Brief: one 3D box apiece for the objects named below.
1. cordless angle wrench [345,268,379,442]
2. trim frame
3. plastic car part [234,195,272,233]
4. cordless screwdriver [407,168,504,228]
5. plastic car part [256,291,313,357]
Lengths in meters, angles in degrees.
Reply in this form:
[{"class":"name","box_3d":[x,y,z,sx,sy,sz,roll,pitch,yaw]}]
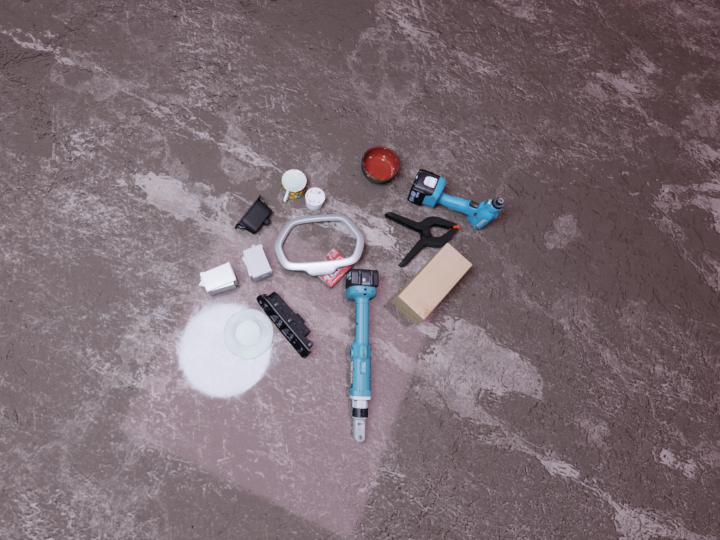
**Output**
[{"class":"cordless angle wrench","box_3d":[0.001,0.210,1.079,0.073,0.098,0.429,3,76,-11]},{"class":"trim frame","box_3d":[-0.114,-0.075,1.166,0.248,0.027,0.190,-6,61,0]},{"class":"plastic car part","box_3d":[-0.289,-0.148,1.183,0.070,0.067,0.116,41,70,-11]},{"class":"cordless screwdriver","box_3d":[0.267,-0.205,1.189,0.251,0.157,0.074,25,73,3]},{"class":"plastic car part","box_3d":[-0.190,0.130,1.100,0.206,0.066,0.066,44,64,8]}]
